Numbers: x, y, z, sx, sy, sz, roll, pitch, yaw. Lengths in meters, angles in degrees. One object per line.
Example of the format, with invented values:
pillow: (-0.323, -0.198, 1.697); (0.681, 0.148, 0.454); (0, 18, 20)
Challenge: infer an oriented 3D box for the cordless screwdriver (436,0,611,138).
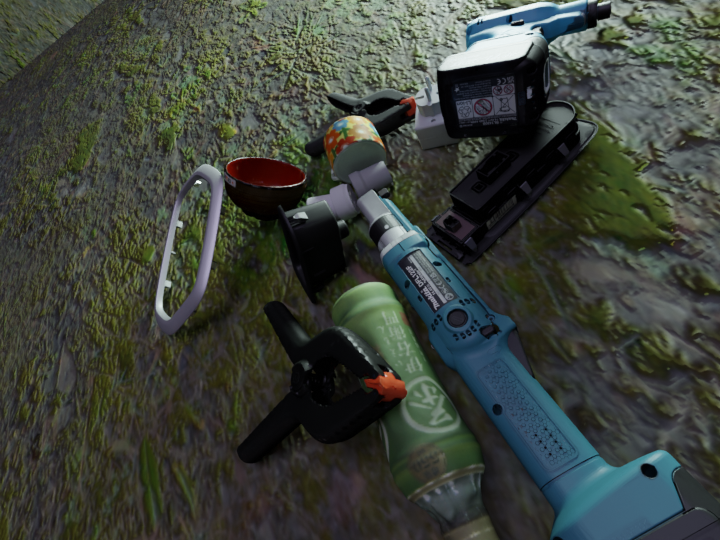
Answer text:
cordless screwdriver: (0.182, -0.238, 0.465); (0.166, 0.071, 0.249); (1, 43, 29)

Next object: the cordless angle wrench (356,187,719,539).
cordless angle wrench: (0.094, 0.053, 0.370); (0.098, 0.070, 0.445); (-36, 48, 4)

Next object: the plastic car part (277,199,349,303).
plastic car part: (-0.047, -0.031, 0.481); (0.070, 0.112, 0.069); (-22, 49, -16)

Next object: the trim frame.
trim frame: (-0.243, -0.035, 0.595); (0.192, 0.026, 0.252); (-12, 69, 44)

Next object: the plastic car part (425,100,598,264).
plastic car part: (0.154, -0.103, 0.440); (0.202, 0.063, 0.070); (-42, 43, -3)
